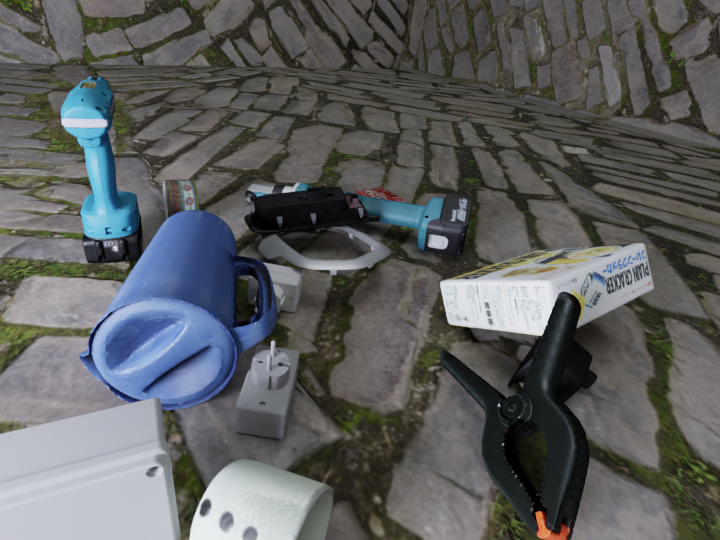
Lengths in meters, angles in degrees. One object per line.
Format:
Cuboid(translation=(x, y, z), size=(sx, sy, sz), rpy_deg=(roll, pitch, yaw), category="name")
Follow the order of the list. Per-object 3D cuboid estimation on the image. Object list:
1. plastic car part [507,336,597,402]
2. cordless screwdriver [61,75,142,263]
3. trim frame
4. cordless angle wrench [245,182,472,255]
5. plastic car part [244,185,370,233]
Cuboid(translation=(0.235, 0.109, 0.493), size=(0.074, 0.065, 0.113), rpy_deg=(43, 40, 22), category="plastic car part")
Cuboid(translation=(-0.364, -0.142, 0.605), size=(0.072, 0.243, 0.167), rpy_deg=(-5, 39, -22), category="cordless screwdriver")
Cuboid(translation=(-0.065, -0.042, 0.664), size=(0.178, 0.027, 0.262), rpy_deg=(-8, 24, -26), category="trim frame")
Cuboid(translation=(-0.021, -0.117, 0.787), size=(0.436, 0.071, 0.098), rpy_deg=(12, 49, 16), category="cordless angle wrench")
Cuboid(translation=(-0.088, -0.101, 0.686), size=(0.200, 0.065, 0.069), rpy_deg=(-11, 49, -9), category="plastic car part")
